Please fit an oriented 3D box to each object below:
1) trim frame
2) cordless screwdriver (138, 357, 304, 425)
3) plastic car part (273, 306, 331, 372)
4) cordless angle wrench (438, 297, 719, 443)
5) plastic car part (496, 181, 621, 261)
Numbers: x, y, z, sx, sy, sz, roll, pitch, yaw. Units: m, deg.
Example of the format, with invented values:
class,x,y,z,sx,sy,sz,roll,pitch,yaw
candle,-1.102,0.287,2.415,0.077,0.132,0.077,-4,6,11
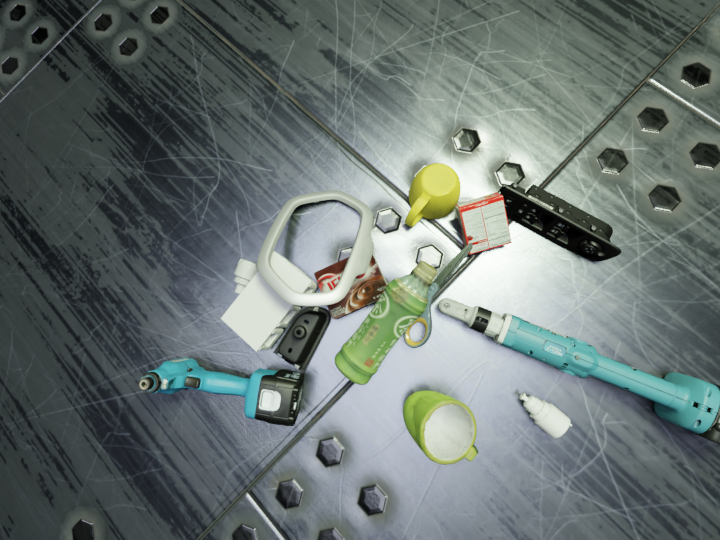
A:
class,x,y,z,sx,sy,sz,roll,pitch,yaw
trim frame,-0.071,-0.047,0.728,0.188,0.027,0.251,12,56,11
cordless screwdriver,-0.222,0.193,0.692,0.253,0.156,0.075,8,83,8
plastic car part,-0.103,0.112,0.730,0.067,0.069,0.116,29,89,10
cordless angle wrench,0.325,0.132,0.645,0.436,0.095,0.074,22,88,16
plastic car part,0.325,-0.086,0.701,0.209,0.065,0.066,36,62,14
